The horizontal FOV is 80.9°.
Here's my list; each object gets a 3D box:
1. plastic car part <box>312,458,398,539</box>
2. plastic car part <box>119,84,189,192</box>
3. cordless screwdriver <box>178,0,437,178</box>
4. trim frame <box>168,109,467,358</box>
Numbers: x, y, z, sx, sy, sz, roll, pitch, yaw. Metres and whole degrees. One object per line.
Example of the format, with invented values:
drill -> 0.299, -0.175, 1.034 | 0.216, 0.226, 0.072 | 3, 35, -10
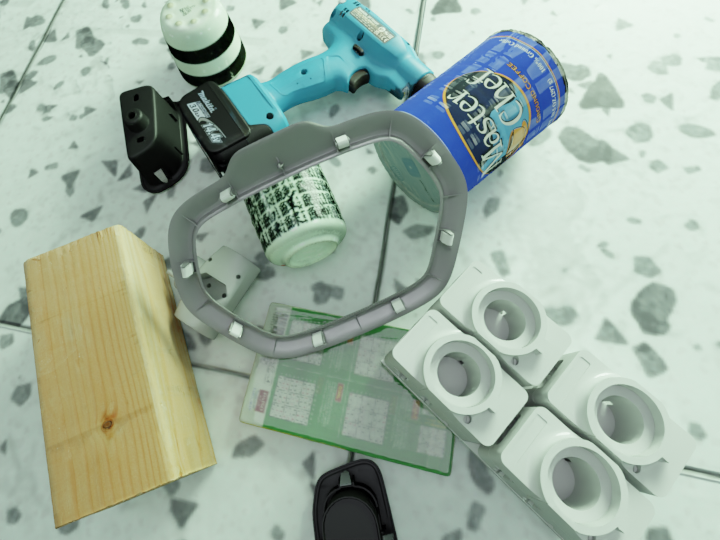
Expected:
plastic car part -> 0.003, 0.246, 0.292 | 0.067, 0.064, 0.209 | -14, 67, 8
plastic car part -> -0.229, -0.152, 0.458 | 0.066, 0.068, 0.120 | -16, 67, 1
cordless screwdriver -> -0.048, -0.174, 0.443 | 0.247, 0.072, 0.165 | -37, 71, -11
trim frame -> -0.033, -0.022, 0.338 | 0.250, 0.028, 0.179 | -22, 107, 7
